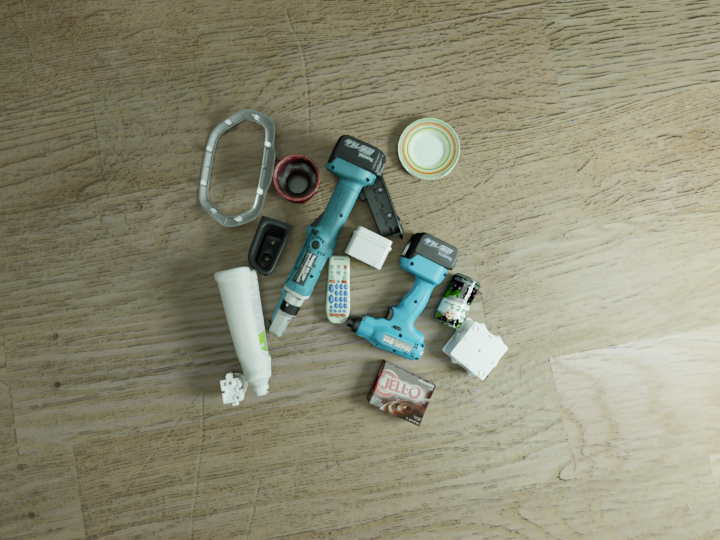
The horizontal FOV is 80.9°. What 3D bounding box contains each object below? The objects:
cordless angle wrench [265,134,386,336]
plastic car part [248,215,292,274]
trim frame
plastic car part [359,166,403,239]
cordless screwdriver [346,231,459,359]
[{"bbox_3d":[-0.082,-0.053,0.836,0.101,0.072,0.422,29,99,14],"label":"cordless angle wrench"},{"bbox_3d":[-0.188,-0.041,0.860,0.066,0.070,0.117,18,71,-1],"label":"plastic car part"},{"bbox_3d":[-0.252,-0.211,0.863,0.191,0.026,0.249,8,85,23],"label":"trim frame"},{"bbox_3d":[0.034,-0.152,0.865,0.067,0.066,0.204,-24,87,-5],"label":"plastic car part"},{"bbox_3d":[0.085,0.041,0.853,0.160,0.074,0.248,22,91,1],"label":"cordless screwdriver"}]
